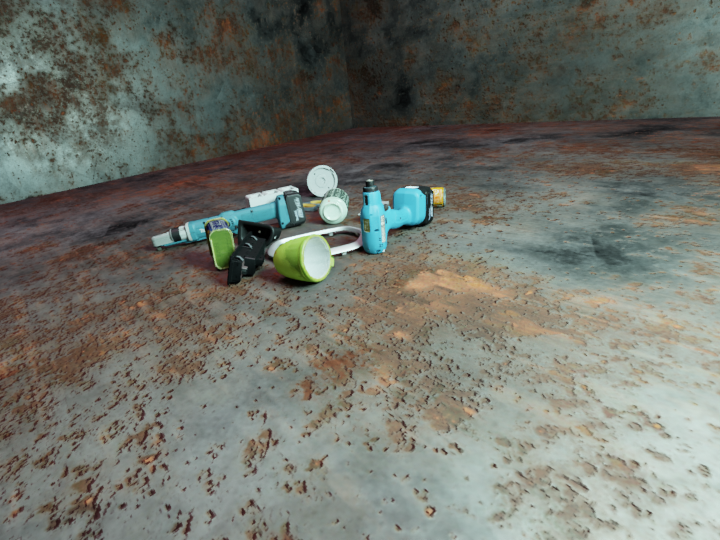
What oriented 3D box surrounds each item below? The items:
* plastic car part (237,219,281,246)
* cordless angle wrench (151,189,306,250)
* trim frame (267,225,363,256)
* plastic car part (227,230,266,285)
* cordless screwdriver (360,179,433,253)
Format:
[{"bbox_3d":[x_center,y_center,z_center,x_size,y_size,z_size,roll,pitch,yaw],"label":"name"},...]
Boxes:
[{"bbox_3d":[-0.254,-0.096,1.096,0.121,0.065,0.069,8,12,26],"label":"plastic car part"},{"bbox_3d":[-0.366,-0.132,1.172,0.419,0.095,0.077,-15,19,-6],"label":"cordless angle wrench"},{"bbox_3d":[-0.098,-0.064,1.003,0.245,0.027,0.192,-16,25,-13],"label":"trim frame"},{"bbox_3d":[-0.246,-0.036,0.944,0.067,0.065,0.208,1,23,-6],"label":"plastic car part"},{"bbox_3d":[0.082,-0.151,0.980,0.078,0.155,0.242,9,26,36],"label":"cordless screwdriver"}]
